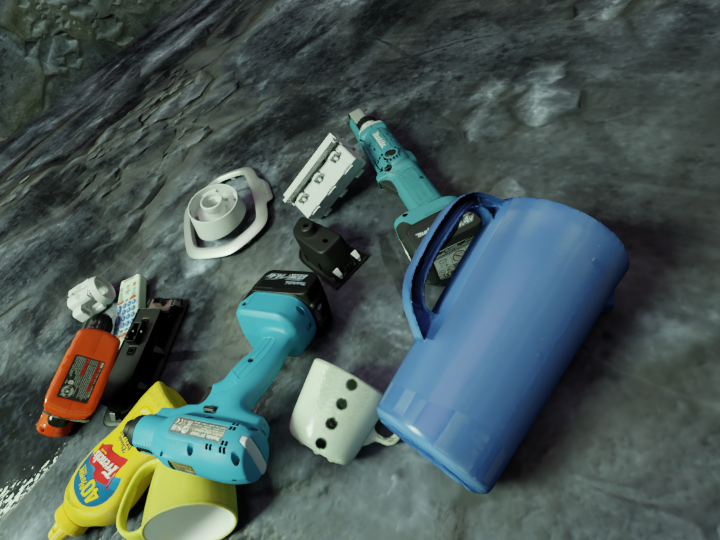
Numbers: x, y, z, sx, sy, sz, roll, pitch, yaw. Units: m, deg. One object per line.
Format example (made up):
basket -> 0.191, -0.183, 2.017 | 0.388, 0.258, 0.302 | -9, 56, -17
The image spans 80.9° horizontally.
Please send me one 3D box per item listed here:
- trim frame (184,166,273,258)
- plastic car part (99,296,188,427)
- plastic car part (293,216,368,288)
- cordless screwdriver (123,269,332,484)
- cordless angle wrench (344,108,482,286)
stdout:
trim frame -> -0.251, -0.112, 0.794 | 0.185, 0.026, 0.261 | -30, 44, 4
plastic car part -> -0.318, 0.120, 0.615 | 0.067, 0.065, 0.208 | 2, 56, 5
plastic car part -> -0.059, -0.038, 0.600 | 0.065, 0.067, 0.123 | -45, 50, -15
cordless screwdriver -> -0.137, 0.102, 0.476 | 0.165, 0.071, 0.250 | -2, 36, 23
cordless angle wrench -> 0.053, -0.156, 0.641 | 0.098, 0.070, 0.443 | -28, 44, 5
